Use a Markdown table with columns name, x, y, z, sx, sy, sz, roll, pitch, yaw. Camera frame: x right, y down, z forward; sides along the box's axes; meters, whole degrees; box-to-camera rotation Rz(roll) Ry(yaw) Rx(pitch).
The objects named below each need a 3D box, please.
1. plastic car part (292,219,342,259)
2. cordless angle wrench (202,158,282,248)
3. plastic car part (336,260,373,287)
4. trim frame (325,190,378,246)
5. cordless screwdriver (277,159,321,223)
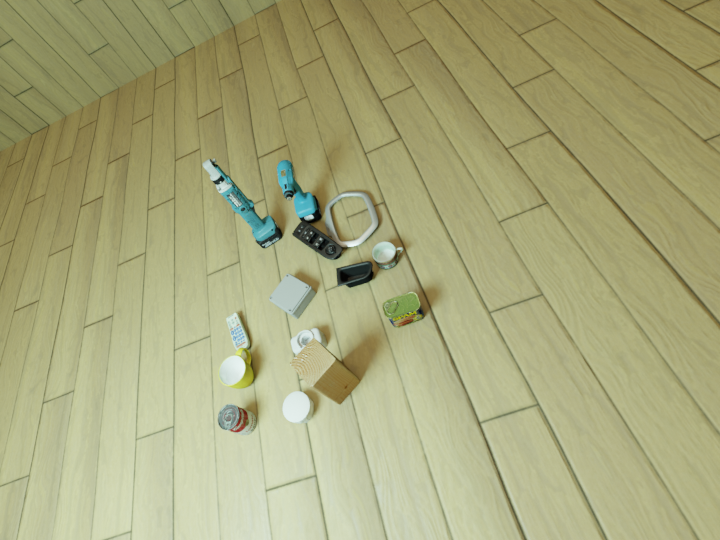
| name | x | y | z | sx | sy | sz | roll | pitch | yaw |
| --- | --- | --- | --- | --- | --- | --- | --- | --- | --- |
| plastic car part | -0.139 | -0.091 | 1.426 | 0.214 | 0.063 | 0.066 | 33 | 77 | 35 |
| cordless angle wrench | -0.394 | -0.220 | 1.403 | 0.098 | 0.401 | 0.078 | -31 | 55 | 1 |
| plastic car part | -0.009 | 0.020 | 1.300 | 0.119 | 0.067 | 0.068 | -14 | 57 | 15 |
| trim frame | -0.038 | -0.181 | 1.460 | 0.186 | 0.026 | 0.259 | -24 | 54 | 9 |
| cordless screwdriver | -0.209 | -0.244 | 1.440 | 0.075 | 0.236 | 0.165 | -19 | 56 | 9 |
